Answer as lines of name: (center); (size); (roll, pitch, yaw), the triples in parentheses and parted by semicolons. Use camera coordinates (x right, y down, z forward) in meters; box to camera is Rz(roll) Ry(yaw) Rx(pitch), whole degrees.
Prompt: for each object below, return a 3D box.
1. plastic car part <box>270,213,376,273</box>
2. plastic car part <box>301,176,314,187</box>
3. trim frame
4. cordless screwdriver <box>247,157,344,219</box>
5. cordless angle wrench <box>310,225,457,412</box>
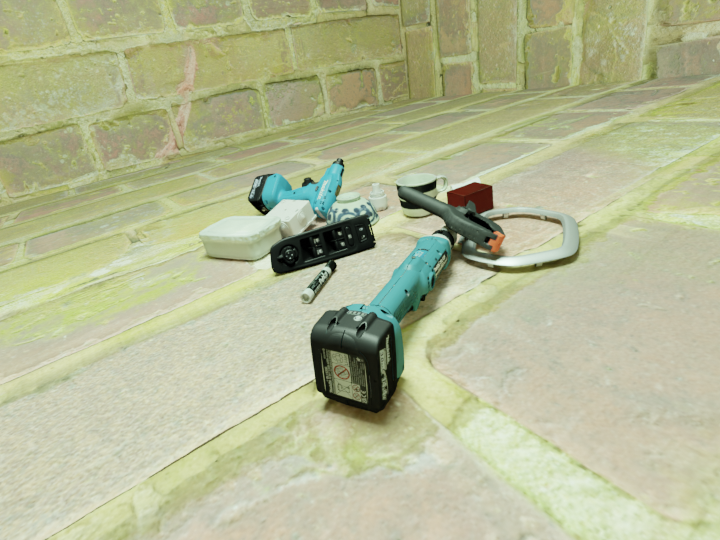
plastic car part: (-0.078, -0.051, 0.799); (0.199, 0.065, 0.070); (-19, 16, -16)
plastic car part: (-0.139, -0.217, 1.157); (0.066, 0.069, 0.121); (-11, 27, -5)
trim frame: (0.264, -0.061, 0.720); (0.192, 0.027, 0.246); (3, 30, 25)
cordless screwdriver: (-0.159, -0.213, 1.076); (0.261, 0.070, 0.160); (6, 68, 32)
cordless angle wrench: (0.072, 0.014, 0.575); (0.077, 0.095, 0.416); (6, 27, 25)
